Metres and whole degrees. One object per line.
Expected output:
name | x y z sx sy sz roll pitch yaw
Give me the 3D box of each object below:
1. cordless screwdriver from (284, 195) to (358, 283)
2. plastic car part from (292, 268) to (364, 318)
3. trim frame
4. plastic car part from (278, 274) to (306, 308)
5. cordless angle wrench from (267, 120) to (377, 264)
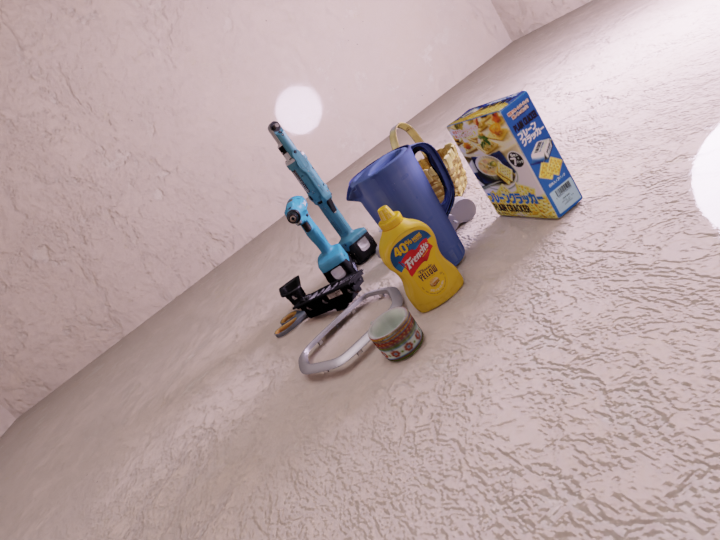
cordless screwdriver | -0.100 -0.066 1.028 0.075 0.242 0.162 -33 16 8
plastic car part | -0.068 0.061 0.948 0.209 0.065 0.066 -21 22 38
trim frame | -0.018 0.111 0.807 0.246 0.027 0.191 -44 21 -21
plastic car part | -0.164 0.066 1.091 0.066 0.069 0.120 -37 18 -3
cordless angle wrench | -0.107 -0.201 1.094 0.073 0.412 0.101 -41 15 -20
